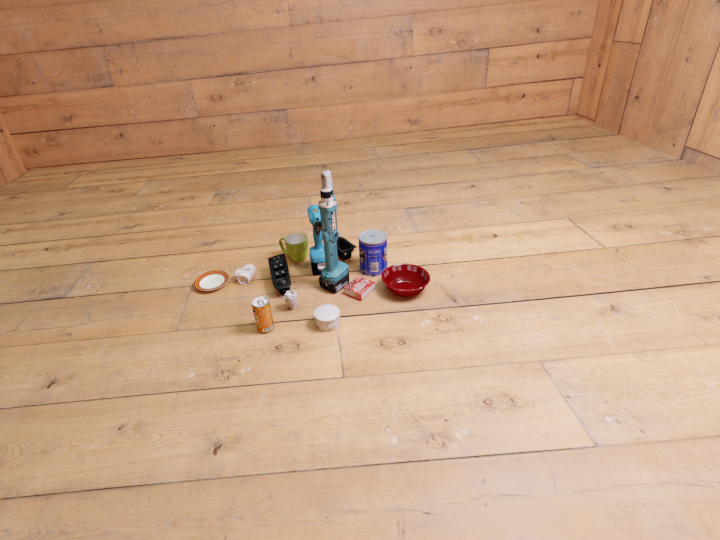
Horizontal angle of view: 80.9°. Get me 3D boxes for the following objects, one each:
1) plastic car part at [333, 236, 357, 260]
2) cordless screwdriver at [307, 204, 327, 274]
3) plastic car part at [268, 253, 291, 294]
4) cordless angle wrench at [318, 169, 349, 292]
[{"bbox_3d":[-0.072,-0.079,1.628,0.064,0.069,0.123,-21,35,-25],"label":"plastic car part"},{"bbox_3d":[-0.147,-0.096,1.506,0.074,0.241,0.165,-8,31,-8],"label":"cordless screwdriver"},{"bbox_3d":[-0.287,0.019,1.512,0.065,0.065,0.212,-11,33,-11],"label":"plastic car part"},{"bbox_3d":[-0.098,-0.124,1.383,0.078,0.410,0.095,22,38,36],"label":"cordless angle wrench"}]
